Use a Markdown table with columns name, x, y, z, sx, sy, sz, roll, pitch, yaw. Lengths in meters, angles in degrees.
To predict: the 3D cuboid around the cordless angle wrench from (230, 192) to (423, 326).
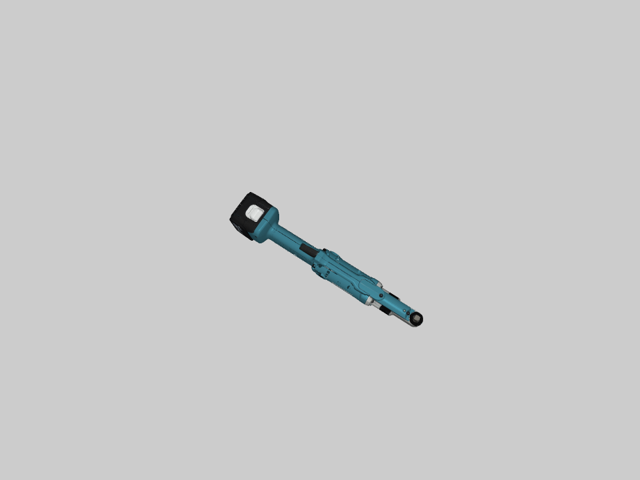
| name | x | y | z | sx | sy | sz | roll | pitch | yaw |
| --- | --- | --- | --- | --- | --- | --- | --- | --- | --- |
| cordless angle wrench | 0.014 | 0.049 | 0.842 | 0.423 | 0.074 | 0.098 | 32 | -13 | 11 |
